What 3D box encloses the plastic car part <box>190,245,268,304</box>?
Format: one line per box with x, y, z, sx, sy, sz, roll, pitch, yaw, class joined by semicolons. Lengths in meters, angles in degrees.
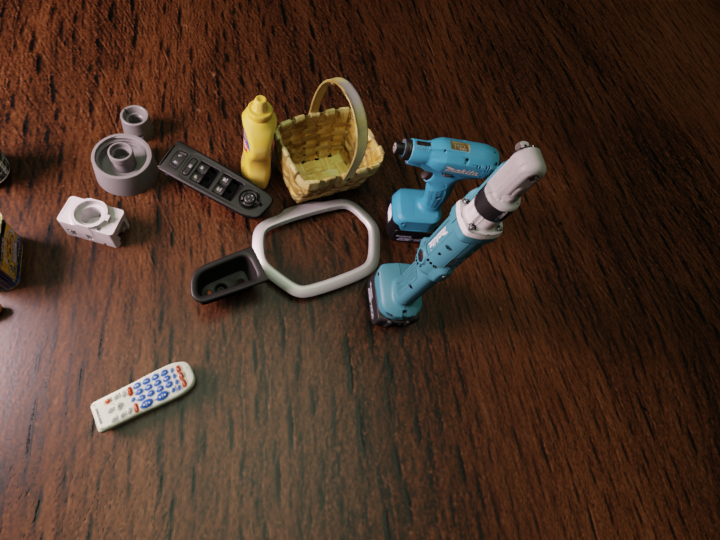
-0.217;0.019;0.683;0.114;0.070;0.068;-23;73;-22;plastic car part

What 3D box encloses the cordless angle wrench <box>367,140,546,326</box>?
0.105;-0.021;0.570;0.073;0.421;0.100;2;67;-16;cordless angle wrench

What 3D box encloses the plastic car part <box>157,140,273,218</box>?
-0.256;-0.148;0.759;0.204;0.066;0.066;27;62;2;plastic car part

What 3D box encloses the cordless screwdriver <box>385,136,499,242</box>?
0.100;-0.136;0.724;0.156;0.248;0.076;7;65;-12;cordless screwdriver

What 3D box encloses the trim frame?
-0.075;-0.049;0.770;0.243;0.027;0.190;-21;70;-20;trim frame
